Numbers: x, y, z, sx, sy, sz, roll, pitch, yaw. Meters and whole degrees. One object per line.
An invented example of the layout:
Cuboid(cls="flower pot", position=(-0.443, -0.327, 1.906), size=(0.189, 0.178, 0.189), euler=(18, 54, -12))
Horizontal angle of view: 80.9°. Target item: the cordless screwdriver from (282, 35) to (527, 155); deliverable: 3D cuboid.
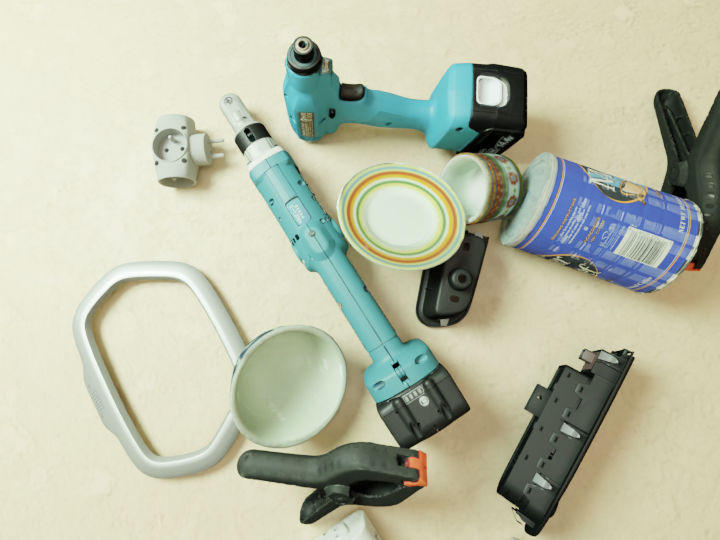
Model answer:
Cuboid(cls="cordless screwdriver", position=(0.044, -0.179, 0.438), size=(0.250, 0.158, 0.075), euler=(5, 83, 1))

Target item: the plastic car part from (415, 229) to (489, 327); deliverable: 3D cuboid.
Cuboid(cls="plastic car part", position=(0.101, 0.005, 0.448), size=(0.067, 0.070, 0.117), euler=(14, 79, 4))

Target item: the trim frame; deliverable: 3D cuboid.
Cuboid(cls="trim frame", position=(-0.223, 0.103, 0.474), size=(0.183, 0.027, 0.252), euler=(-32, 82, -3))

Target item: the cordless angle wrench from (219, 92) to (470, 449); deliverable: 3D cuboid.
Cuboid(cls="cordless angle wrench", position=(-0.045, -0.029, 0.455), size=(0.074, 0.096, 0.433), euler=(-33, 77, -1))

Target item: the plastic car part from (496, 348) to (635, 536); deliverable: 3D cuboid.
Cuboid(cls="plastic car part", position=(0.196, 0.161, 0.421), size=(0.069, 0.064, 0.203), euler=(25, 83, 14))
